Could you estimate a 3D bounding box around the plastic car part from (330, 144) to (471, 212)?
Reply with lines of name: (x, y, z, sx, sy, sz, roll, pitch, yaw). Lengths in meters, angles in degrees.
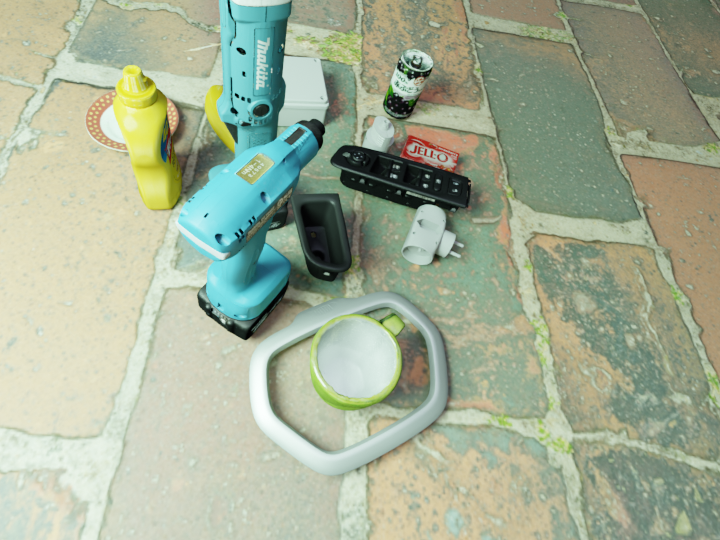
plastic car part: (0.053, -0.131, 0.622, 0.204, 0.066, 0.067, 20, 60, 1)

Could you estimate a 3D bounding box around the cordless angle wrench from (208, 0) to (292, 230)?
cordless angle wrench: (-0.106, -0.174, 0.414, 0.095, 0.419, 0.077, -13, 68, -21)

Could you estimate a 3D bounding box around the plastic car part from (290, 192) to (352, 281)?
plastic car part: (-0.053, -0.035, 0.546, 0.064, 0.070, 0.120, -5, 63, -15)

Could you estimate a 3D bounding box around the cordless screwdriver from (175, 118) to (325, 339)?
cordless screwdriver: (-0.103, -0.033, 0.435, 0.075, 0.246, 0.158, 34, 60, 4)

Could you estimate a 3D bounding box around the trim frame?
trim frame: (-0.008, 0.116, 0.494, 0.243, 0.027, 0.191, -22, 67, -21)
